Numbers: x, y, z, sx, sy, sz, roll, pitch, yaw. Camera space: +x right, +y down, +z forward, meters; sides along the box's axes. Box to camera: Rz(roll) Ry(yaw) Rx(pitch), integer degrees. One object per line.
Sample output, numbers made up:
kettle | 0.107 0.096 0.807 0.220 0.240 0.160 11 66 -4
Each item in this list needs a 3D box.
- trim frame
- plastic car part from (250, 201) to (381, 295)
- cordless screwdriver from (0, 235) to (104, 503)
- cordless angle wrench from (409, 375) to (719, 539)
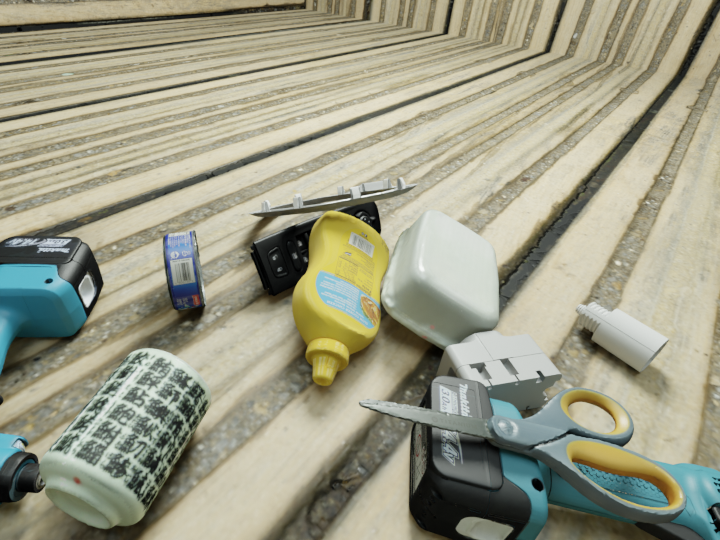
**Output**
trim frame | -0.043 -0.099 0.570 0.178 0.027 0.260 -19 14 -38
plastic car part | -0.053 -0.035 0.545 0.198 0.066 0.069 -28 5 -32
cordless screwdriver | -0.305 0.073 0.375 0.159 0.072 0.256 3 41 -3
cordless angle wrench | 0.252 0.172 0.296 0.428 0.072 0.099 11 37 6
